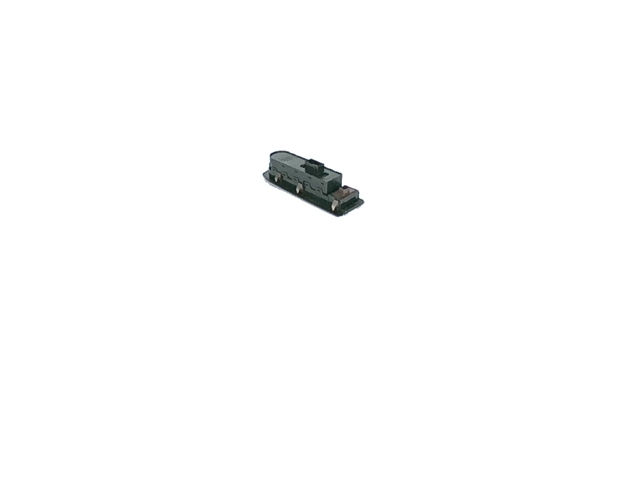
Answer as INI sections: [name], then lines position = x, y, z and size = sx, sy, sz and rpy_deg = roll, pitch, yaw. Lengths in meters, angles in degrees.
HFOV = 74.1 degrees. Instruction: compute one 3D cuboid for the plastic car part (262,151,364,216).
[plastic car part]
position = -0.024, -0.105, 0.719
size = 0.204, 0.067, 0.066
rpy_deg = 25, 50, 37
